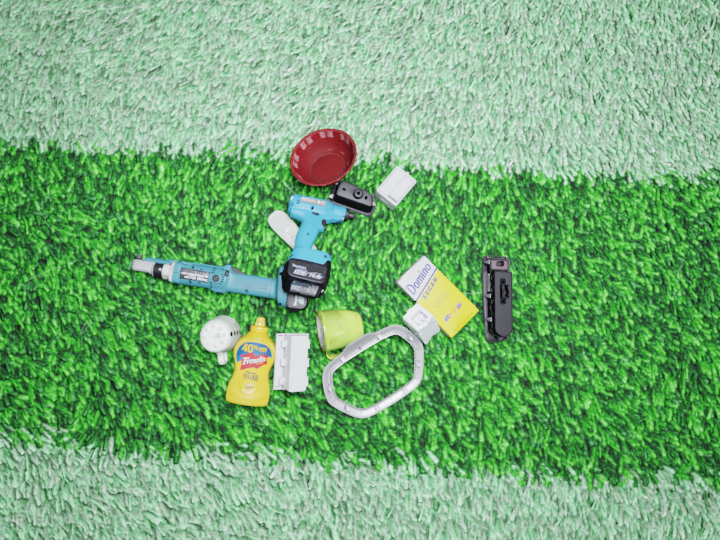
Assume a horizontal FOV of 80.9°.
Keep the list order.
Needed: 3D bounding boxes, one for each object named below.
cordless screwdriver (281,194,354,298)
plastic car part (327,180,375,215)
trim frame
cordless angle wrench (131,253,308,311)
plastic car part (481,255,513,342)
[{"bbox_3d":[-0.093,-0.061,0.947,0.157,0.073,0.256,8,54,-10],"label":"cordless screwdriver"},{"bbox_3d":[-0.015,-0.177,1.004,0.118,0.070,0.066,22,84,4],"label":"plastic car part"},{"bbox_3d":[0.033,0.228,0.951,0.248,0.028,0.181,-30,99,-3],"label":"trim frame"},{"bbox_3d":[-0.326,0.018,0.982,0.426,0.073,0.098,8,83,3],"label":"cordless angle wrench"},{"bbox_3d":[0.324,0.066,0.978,0.065,0.068,0.204,3,85,-9],"label":"plastic car part"}]
